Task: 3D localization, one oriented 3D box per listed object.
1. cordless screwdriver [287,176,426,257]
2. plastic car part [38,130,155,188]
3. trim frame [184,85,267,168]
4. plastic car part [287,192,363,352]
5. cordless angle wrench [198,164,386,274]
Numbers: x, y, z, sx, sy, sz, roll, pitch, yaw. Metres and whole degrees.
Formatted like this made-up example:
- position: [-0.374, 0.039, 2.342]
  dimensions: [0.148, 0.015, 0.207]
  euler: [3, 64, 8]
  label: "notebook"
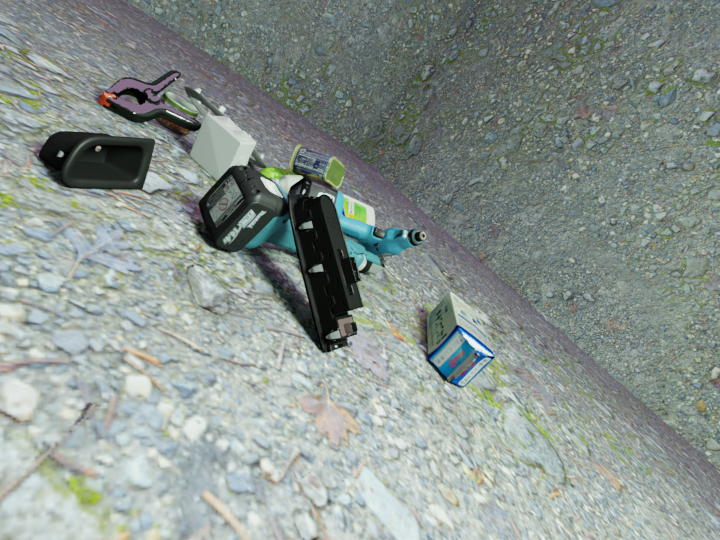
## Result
- position: [-0.011, -0.089, 0.779]
  dimensions: [0.237, 0.075, 0.165]
  euler: [23, -18, -30]
  label: "cordless screwdriver"
- position: [-0.303, -0.132, 0.477]
  dimensions: [0.073, 0.065, 0.114]
  euler: [26, 17, 13]
  label: "plastic car part"
- position: [-0.277, -0.294, 0.884]
  dimensions: [0.191, 0.027, 0.240]
  euler: [37, -5, 18]
  label: "trim frame"
- position: [-0.041, -0.009, 0.518]
  dimensions: [0.063, 0.069, 0.207]
  euler: [0, 68, -55]
  label: "plastic car part"
- position: [-0.067, -0.044, 0.685]
  dimensions: [0.401, 0.099, 0.078]
  euler: [21, 31, -57]
  label: "cordless angle wrench"
